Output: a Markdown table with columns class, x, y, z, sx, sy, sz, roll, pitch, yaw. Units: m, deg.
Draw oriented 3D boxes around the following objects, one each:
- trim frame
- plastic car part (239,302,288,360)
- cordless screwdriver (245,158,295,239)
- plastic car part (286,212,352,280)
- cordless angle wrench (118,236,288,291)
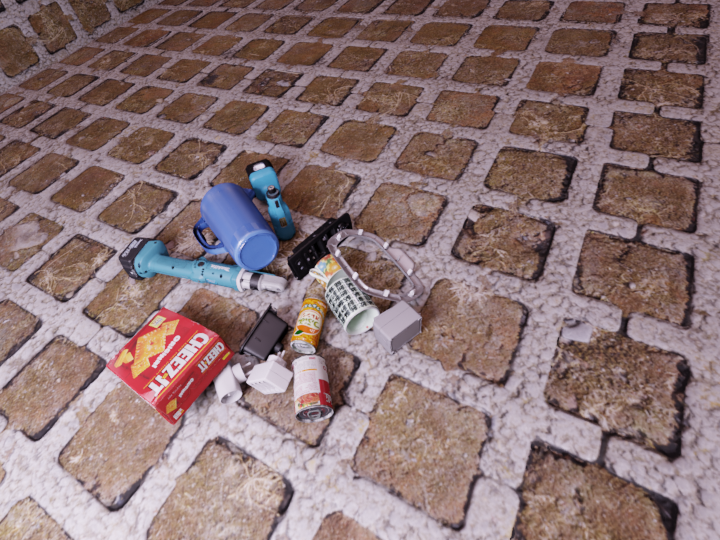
| class | x | y | z | sx | sy | sz | roll | pitch | yaw |
| --- | --- | --- | --- | --- | --- | --- | --- | --- | --- |
| trim frame | 0.032 | -0.019 | 0.930 | 0.176 | 0.027 | 0.262 | -6 | 40 | -34 |
| plastic car part | -0.188 | 0.139 | 0.867 | 0.072 | 0.064 | 0.117 | 23 | 60 | 9 |
| cordless screwdriver | -0.238 | -0.209 | 1.100 | 0.074 | 0.152 | 0.262 | -22 | 48 | -10 |
| plastic car part | -0.100 | -0.065 | 1.018 | 0.201 | 0.064 | 0.070 | -41 | 30 | -20 |
| cordless angle wrench | -0.374 | 0.001 | 1.012 | 0.435 | 0.071 | 0.099 | 10 | 49 | 16 |
